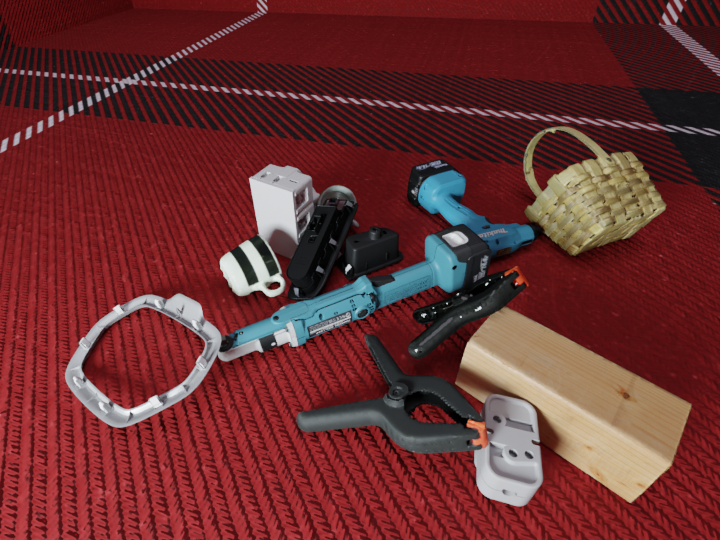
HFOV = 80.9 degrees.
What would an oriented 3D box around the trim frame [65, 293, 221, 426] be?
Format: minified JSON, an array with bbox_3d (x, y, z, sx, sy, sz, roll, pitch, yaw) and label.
[{"bbox_3d":[-0.299,0.106,0.577,0.262,0.026,0.182,16,50,36],"label":"trim frame"}]

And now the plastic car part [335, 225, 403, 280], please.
[{"bbox_3d":[0.017,-0.041,0.726,0.114,0.068,0.069,-21,46,-16],"label":"plastic car part"}]

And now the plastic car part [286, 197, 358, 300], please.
[{"bbox_3d":[-0.068,-0.045,0.698,0.069,0.064,0.205,10,66,23],"label":"plastic car part"}]

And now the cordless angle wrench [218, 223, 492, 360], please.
[{"bbox_3d":[-0.007,0.043,0.628,0.416,0.094,0.078,-21,45,-13],"label":"cordless angle wrench"}]

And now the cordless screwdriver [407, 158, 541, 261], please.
[{"bbox_3d":[0.205,-0.119,0.805,0.156,0.072,0.262,-16,47,-15],"label":"cordless screwdriver"}]
